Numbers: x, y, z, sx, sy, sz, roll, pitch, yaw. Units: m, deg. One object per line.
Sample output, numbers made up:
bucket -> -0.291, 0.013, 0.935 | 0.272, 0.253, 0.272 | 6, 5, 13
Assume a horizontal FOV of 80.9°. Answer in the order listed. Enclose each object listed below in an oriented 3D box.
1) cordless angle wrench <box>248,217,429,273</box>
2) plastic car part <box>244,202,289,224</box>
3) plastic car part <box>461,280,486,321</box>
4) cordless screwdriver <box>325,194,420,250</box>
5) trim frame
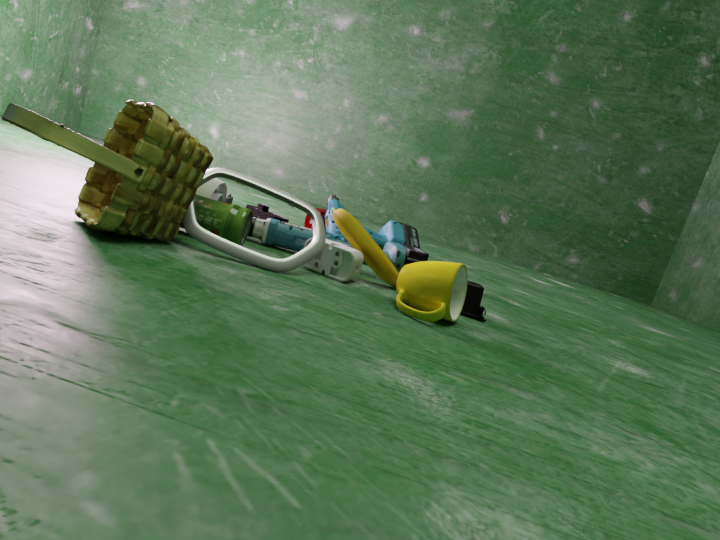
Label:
cordless angle wrench -> -0.082, -0.054, 0.843 | 0.420, 0.074, 0.099 | 14, 9, -3
plastic car part -> -0.224, -0.117, 0.986 | 0.063, 0.067, 0.215 | 18, 8, -45
plastic car part -> 0.169, 0.035, 0.750 | 0.118, 0.071, 0.065 | 21, 8, 5
cordless screwdriver -> 0.024, -0.106, 1.079 | 0.239, 0.074, 0.165 | 12, 50, -23
trim frame -> -0.173, -0.087, 0.688 | 0.246, 0.027, 0.187 | 20, 49, -5
